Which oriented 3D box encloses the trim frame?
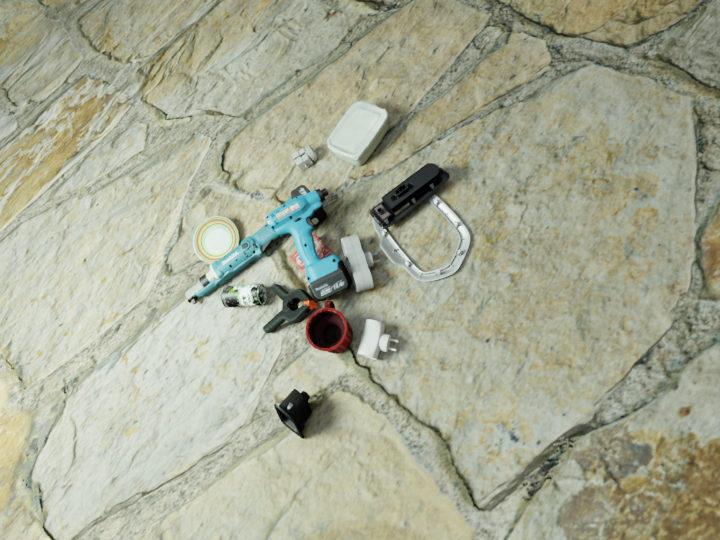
[{"bbox_3d":[0.136,-0.088,0.986,0.184,0.026,0.259,-36,64,3],"label":"trim frame"}]

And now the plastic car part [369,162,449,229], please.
[{"bbox_3d":[0.113,-0.187,0.994,0.203,0.064,0.070,-35,57,-1],"label":"plastic car part"}]

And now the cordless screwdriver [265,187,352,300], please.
[{"bbox_3d":[-0.096,-0.063,0.984,0.159,0.073,0.253,-31,80,0],"label":"cordless screwdriver"}]

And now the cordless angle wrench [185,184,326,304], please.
[{"bbox_3d":[-0.282,-0.054,1.087,0.424,0.071,0.102,-36,65,4],"label":"cordless angle wrench"}]

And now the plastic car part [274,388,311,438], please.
[{"bbox_3d":[-0.133,0.288,0.882,0.069,0.112,0.070,27,55,22],"label":"plastic car part"}]
